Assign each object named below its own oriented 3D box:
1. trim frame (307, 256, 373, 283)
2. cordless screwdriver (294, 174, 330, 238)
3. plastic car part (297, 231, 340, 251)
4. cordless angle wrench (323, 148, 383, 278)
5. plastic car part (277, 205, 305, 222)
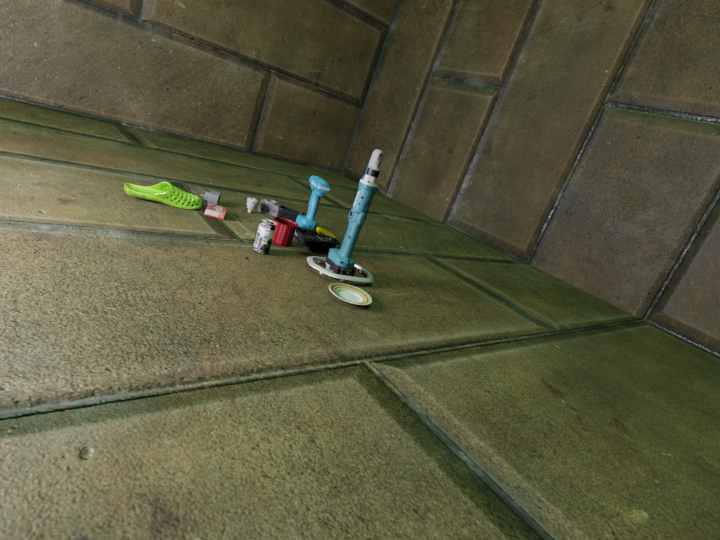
[{"bbox_3d":[-0.065,-0.003,1.414,0.237,0.027,0.195,6,21,-33],"label":"trim frame"},{"bbox_3d":[-0.197,-0.247,1.649,0.071,0.247,0.167,11,19,-28],"label":"cordless screwdriver"},{"bbox_3d":[-0.152,-0.099,1.551,0.070,0.066,0.193,31,22,34],"label":"plastic car part"},{"bbox_3d":[-0.009,-0.174,1.335,0.071,0.419,0.103,9,20,-33],"label":"cordless angle wrench"},{"bbox_3d":[-0.297,-0.223,1.770,0.115,0.070,0.067,17,17,-6],"label":"plastic car part"}]
